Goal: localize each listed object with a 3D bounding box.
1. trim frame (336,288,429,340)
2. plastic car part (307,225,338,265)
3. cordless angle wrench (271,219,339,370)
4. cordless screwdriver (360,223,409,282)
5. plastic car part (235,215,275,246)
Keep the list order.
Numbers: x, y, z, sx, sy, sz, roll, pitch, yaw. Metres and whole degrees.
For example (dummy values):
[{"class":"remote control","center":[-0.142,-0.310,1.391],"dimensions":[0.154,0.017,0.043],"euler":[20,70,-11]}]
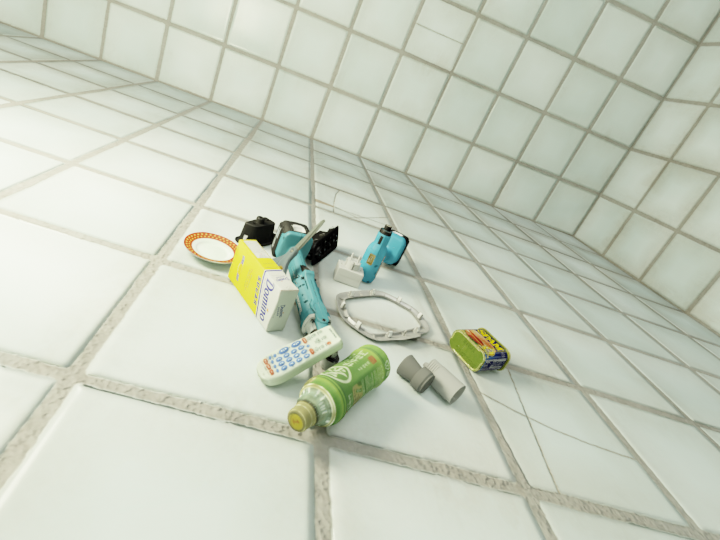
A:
[{"class":"trim frame","center":[0.052,0.097,0.953],"dimensions":[0.236,0.027,0.195],"euler":[1,31,-43]},{"class":"plastic car part","center":[-0.111,-0.072,1.133],"dimensions":[0.068,0.065,0.202],"euler":[15,22,6]},{"class":"cordless angle wrench","center":[-0.113,0.039,0.869],"dimensions":[0.071,0.097,0.443],"euler":[12,29,-27]},{"class":"cordless screwdriver","center":[0.072,-0.067,1.162],"dimensions":[0.076,0.158,0.243],"euler":[29,22,12]},{"class":"plastic car part","center":[-0.255,-0.103,1.060],"dimensions":[0.068,0.070,0.113],"euler":[29,21,17]}]
